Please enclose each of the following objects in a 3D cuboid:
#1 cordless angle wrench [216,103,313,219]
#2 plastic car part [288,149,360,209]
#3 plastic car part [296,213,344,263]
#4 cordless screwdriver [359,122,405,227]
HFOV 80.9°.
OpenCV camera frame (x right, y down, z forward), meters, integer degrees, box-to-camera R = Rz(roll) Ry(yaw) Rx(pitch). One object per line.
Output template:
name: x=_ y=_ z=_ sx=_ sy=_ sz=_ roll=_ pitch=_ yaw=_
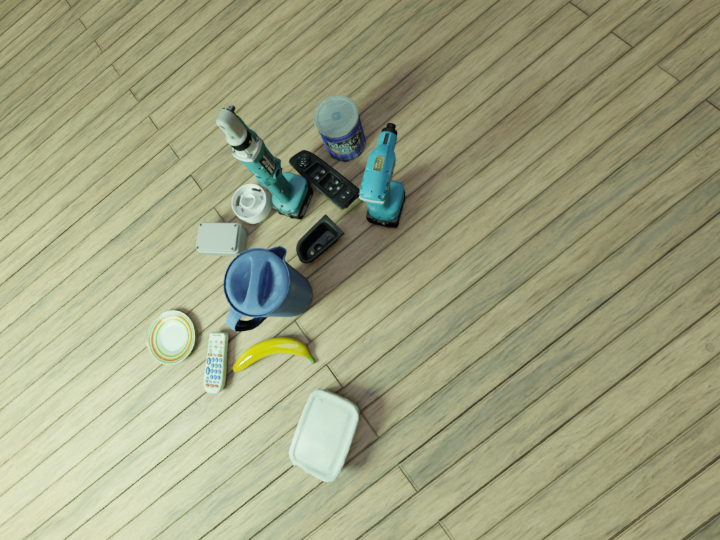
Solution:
cordless angle wrench: x=-0.192 y=-0.208 z=0.869 sx=0.076 sy=0.410 sz=0.098 roll=21 pitch=84 yaw=11
plastic car part: x=-0.088 y=-0.221 z=1.029 sx=0.210 sy=0.065 sz=0.066 roll=42 pitch=89 yaw=17
plastic car part: x=-0.097 y=-0.064 z=0.993 sx=0.116 sy=0.069 sz=0.068 roll=-43 pitch=75 yaw=0
cordless screwdriver: x=0.053 y=-0.189 z=0.897 sx=0.076 sy=0.241 sz=0.160 roll=13 pitch=82 yaw=11
